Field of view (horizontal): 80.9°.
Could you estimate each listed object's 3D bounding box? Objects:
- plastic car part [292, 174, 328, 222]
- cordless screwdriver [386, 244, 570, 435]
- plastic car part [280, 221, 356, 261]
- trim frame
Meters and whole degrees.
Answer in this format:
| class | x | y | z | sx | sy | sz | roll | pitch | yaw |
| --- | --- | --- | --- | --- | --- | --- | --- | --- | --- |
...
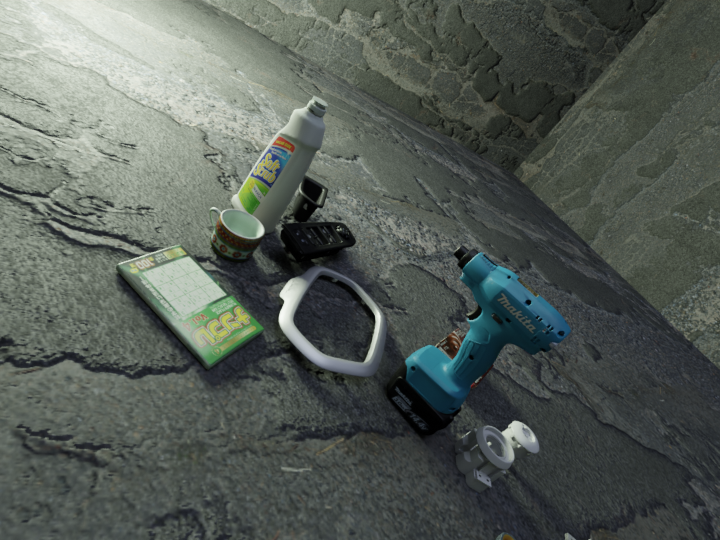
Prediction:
| class | x | y | z | sx | sy | sz | roll | pitch | yaw |
| --- | --- | --- | --- | --- | --- | --- | --- | --- | --- |
| plastic car part | -0.112 | -0.139 | 0.870 | 0.064 | 0.071 | 0.119 | 28 | 29 | -15 |
| cordless screwdriver | 0.128 | 0.097 | 0.576 | 0.165 | 0.249 | 0.071 | 48 | 30 | 20 |
| plastic car part | -0.076 | -0.050 | 0.776 | 0.069 | 0.067 | 0.196 | 45 | 30 | 16 |
| trim frame | -0.041 | 0.072 | 0.670 | 0.183 | 0.027 | 0.249 | 32 | 29 | -4 |
